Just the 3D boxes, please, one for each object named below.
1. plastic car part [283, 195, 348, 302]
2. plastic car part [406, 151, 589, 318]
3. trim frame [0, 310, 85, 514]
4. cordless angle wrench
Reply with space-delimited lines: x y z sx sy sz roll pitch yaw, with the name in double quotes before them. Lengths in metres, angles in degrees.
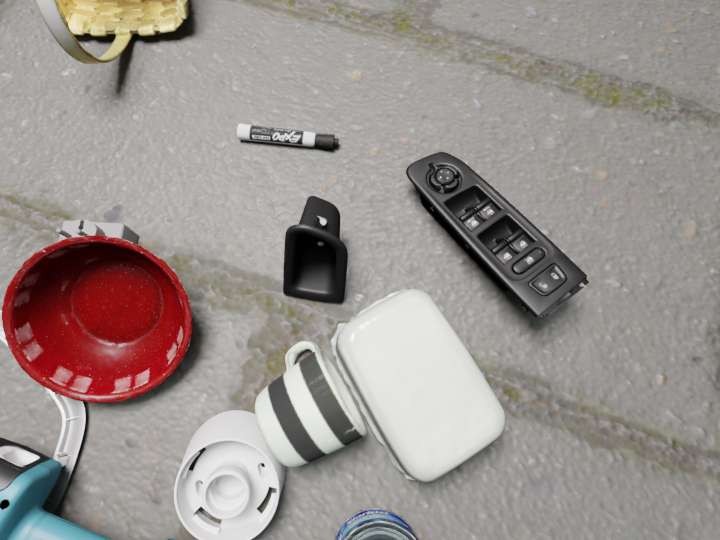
"plastic car part" -0.042 -0.027 0.426 0.066 0.113 0.072 9 51 -1
"plastic car part" 0.129 -0.044 0.444 0.066 0.065 0.210 -37 72 -4
"trim frame" -0.383 0.149 0.412 0.253 0.027 0.183 40 78 10
"cordless angle wrench" -0.153 0.266 0.344 0.423 0.074 0.098 23 75 0
